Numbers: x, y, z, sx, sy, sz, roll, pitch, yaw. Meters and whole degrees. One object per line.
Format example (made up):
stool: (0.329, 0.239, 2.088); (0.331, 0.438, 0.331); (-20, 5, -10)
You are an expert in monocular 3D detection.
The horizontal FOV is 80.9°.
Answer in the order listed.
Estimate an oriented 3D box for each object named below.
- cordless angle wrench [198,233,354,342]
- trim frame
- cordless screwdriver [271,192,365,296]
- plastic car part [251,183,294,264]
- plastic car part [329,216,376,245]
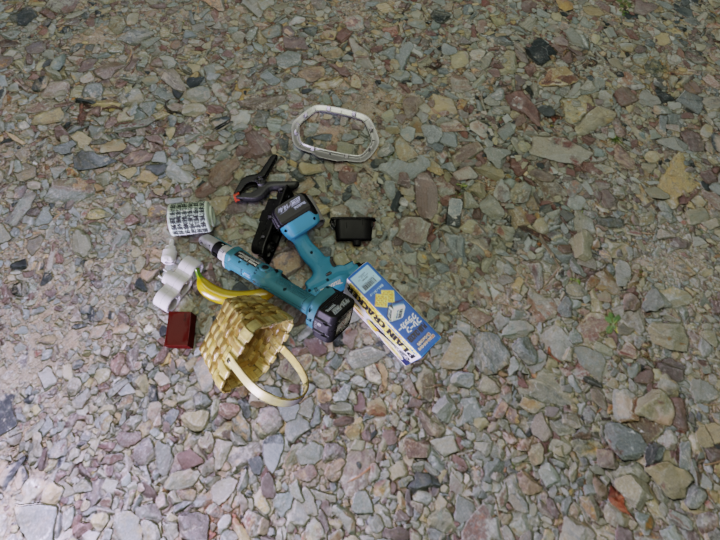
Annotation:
cordless angle wrench: (-0.214, 0.013, 0.952); (0.442, 0.073, 0.096); (27, 37, 24)
trim frame: (-0.070, -0.381, 1.176); (0.250, 0.027, 0.186); (14, 70, 2)
cordless screwdriver: (-0.097, -0.064, 0.994); (0.157, 0.075, 0.248); (-28, 93, -13)
plastic car part: (-0.222, -0.116, 1.048); (0.068, 0.064, 0.206); (8, 68, 9)
plastic car part: (-0.017, -0.096, 1.051); (0.116, 0.066, 0.071); (2, 85, -5)
